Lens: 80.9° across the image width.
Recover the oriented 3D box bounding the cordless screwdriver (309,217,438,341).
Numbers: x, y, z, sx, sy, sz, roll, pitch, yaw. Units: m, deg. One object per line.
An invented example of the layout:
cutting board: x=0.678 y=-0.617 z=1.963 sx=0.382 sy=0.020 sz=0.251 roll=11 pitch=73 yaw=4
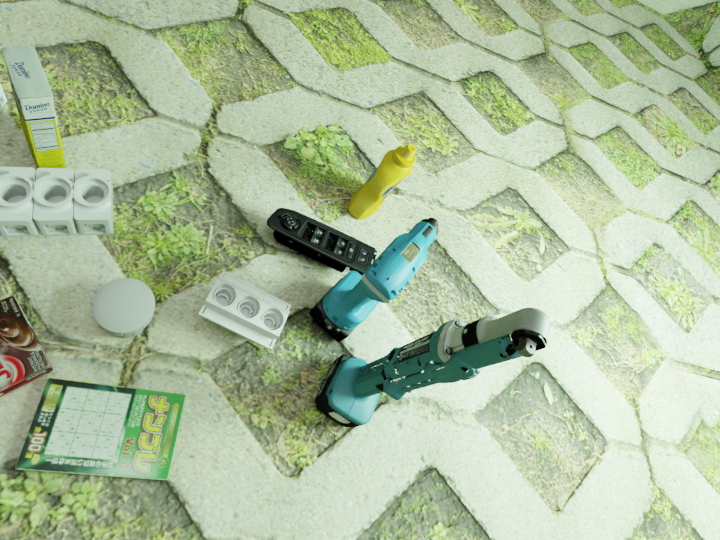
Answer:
cordless screwdriver: x=0.021 y=0.015 z=0.659 sx=0.074 sy=0.251 sz=0.157 roll=45 pitch=56 yaw=-2

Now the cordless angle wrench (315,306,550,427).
cordless angle wrench: x=0.058 y=0.120 z=0.515 sx=0.073 sy=0.427 sz=0.098 roll=35 pitch=57 yaw=-9

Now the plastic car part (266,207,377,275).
plastic car part: x=-0.075 y=-0.049 z=0.763 sx=0.200 sy=0.067 sz=0.067 roll=28 pitch=58 yaw=-7
